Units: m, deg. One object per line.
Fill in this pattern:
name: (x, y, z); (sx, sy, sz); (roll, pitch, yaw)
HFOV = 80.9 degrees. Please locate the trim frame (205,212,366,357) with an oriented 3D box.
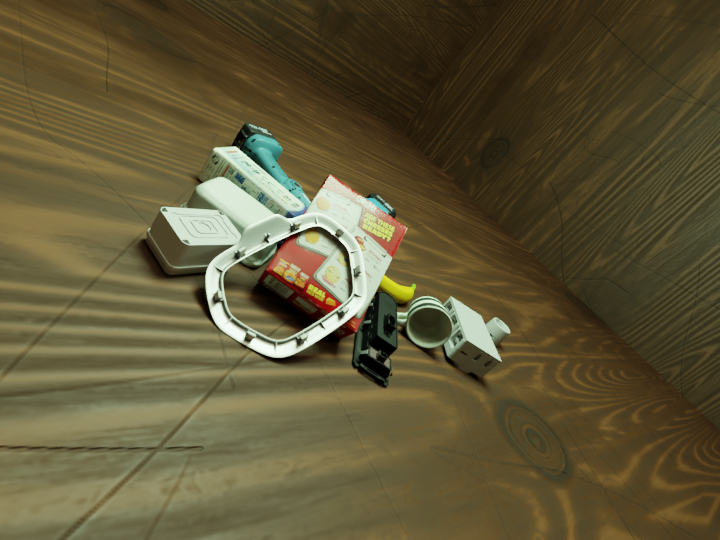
trim frame: (-0.094, 0.009, 0.592); (0.243, 0.028, 0.187); (-29, 79, -29)

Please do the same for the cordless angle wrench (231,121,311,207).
cordless angle wrench: (-0.153, -0.169, 0.930); (0.093, 0.075, 0.442); (4, 42, -52)

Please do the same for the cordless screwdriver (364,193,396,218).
cordless screwdriver: (0.011, -0.122, 1.068); (0.165, 0.074, 0.240); (45, 29, 17)

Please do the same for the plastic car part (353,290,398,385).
plastic car part: (0.032, 0.095, 0.715); (0.065, 0.067, 0.206); (27, 22, -9)
